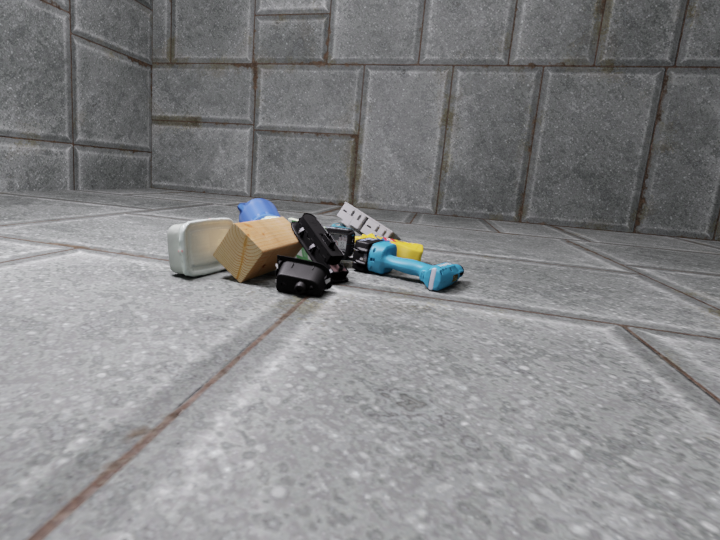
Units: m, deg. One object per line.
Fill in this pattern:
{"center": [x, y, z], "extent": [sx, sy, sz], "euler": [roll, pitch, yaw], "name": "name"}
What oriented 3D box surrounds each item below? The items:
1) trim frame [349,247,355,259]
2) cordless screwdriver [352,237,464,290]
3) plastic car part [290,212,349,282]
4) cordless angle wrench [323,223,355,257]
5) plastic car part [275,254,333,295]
{"center": [-0.090, -0.062, 1.242], "extent": [0.252, 0.027, 0.184], "euler": [7, 14, 6], "name": "trim frame"}
{"center": [0.114, -0.018, 1.014], "extent": [0.262, 0.073, 0.152], "euler": [18, 17, 34], "name": "cordless screwdriver"}
{"center": [-0.093, -0.061, 0.953], "extent": [0.063, 0.066, 0.214], "euler": [-9, 45, -38], "name": "plastic car part"}
{"center": [-0.067, -0.107, 1.259], "extent": [0.098, 0.074, 0.426], "euler": [6, 10, -2], "name": "cordless angle wrench"}
{"center": [-0.116, 0.020, 0.817], "extent": [0.119, 0.064, 0.071], "euler": [10, 27, 11], "name": "plastic car part"}
